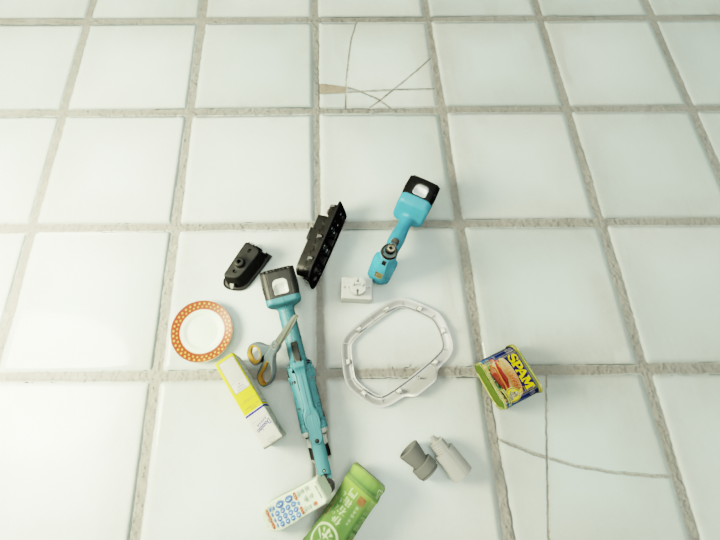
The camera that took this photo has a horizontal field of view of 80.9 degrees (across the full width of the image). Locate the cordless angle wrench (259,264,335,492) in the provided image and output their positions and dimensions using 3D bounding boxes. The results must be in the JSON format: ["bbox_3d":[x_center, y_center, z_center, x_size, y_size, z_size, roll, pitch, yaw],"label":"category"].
[{"bbox_3d":[-0.116,0.202,0.828,0.074,0.096,0.433,-14,73,-9],"label":"cordless angle wrench"}]

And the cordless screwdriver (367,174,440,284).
[{"bbox_3d":[0.092,-0.096,0.906,0.075,0.156,0.249,26,68,5],"label":"cordless screwdriver"}]

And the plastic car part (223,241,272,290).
[{"bbox_3d":[-0.253,-0.013,0.918,0.067,0.069,0.116,29,68,9],"label":"plastic car part"}]

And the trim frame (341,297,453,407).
[{"bbox_3d":[0.074,0.164,0.871,0.245,0.027,0.190,-33,73,-15],"label":"trim frame"}]

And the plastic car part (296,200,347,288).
[{"bbox_3d":[-0.092,-0.060,0.942,0.069,0.064,0.205,12,68,12],"label":"plastic car part"}]
